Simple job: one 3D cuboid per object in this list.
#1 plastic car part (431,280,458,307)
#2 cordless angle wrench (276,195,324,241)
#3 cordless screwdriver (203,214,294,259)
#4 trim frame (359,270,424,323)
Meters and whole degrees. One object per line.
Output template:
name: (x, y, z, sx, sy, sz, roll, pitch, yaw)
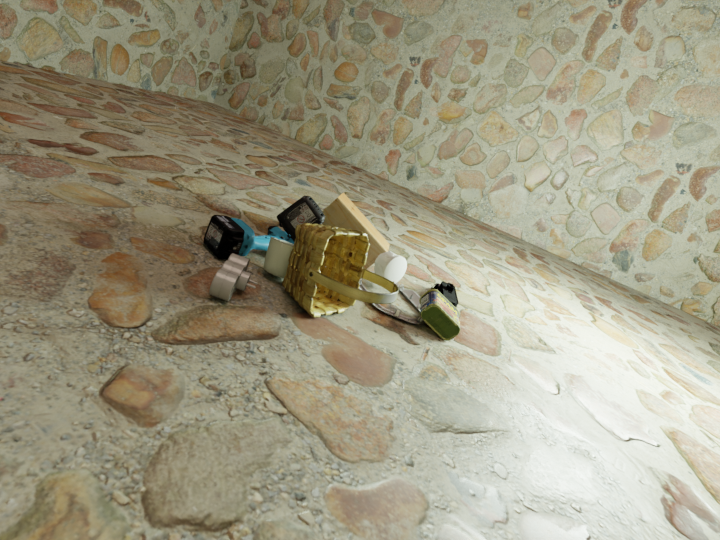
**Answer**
plastic car part: (0.238, 0.075, 1.160, 0.066, 0.067, 0.203, 30, 22, -1)
cordless angle wrench: (-0.156, -0.130, 1.135, 0.074, 0.098, 0.427, 54, -3, -7)
cordless screwdriver: (-0.261, -0.082, 1.036, 0.236, 0.074, 0.168, 7, 24, -46)
trim frame: (0.077, 0.060, 1.080, 0.176, 0.027, 0.262, 11, 21, -30)
